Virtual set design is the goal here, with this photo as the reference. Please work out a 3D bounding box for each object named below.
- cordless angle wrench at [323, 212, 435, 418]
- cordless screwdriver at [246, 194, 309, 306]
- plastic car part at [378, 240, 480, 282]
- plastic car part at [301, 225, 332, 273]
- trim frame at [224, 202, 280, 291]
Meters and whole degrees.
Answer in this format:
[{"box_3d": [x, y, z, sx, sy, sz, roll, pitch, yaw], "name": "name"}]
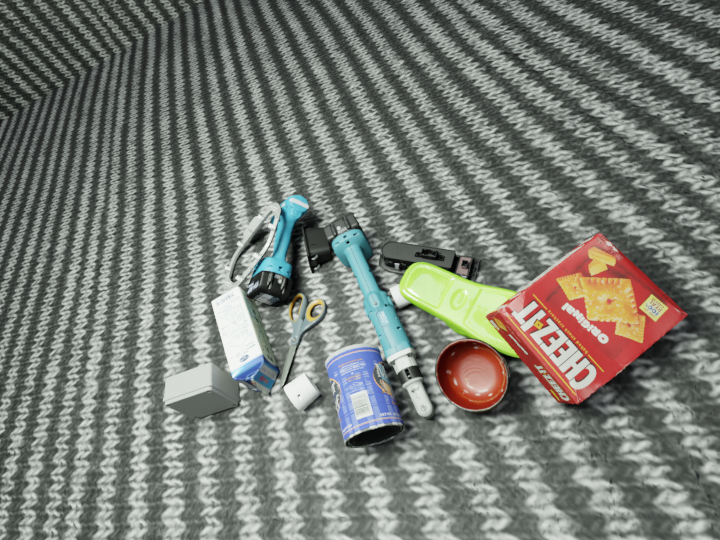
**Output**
[{"box_3d": [0.036, 0.071, 0.810, 0.075, 0.093, 0.442, -28, 55, 6], "name": "cordless angle wrench"}, {"box_3d": [-0.197, -0.044, 0.982, 0.163, 0.071, 0.252, -24, 49, 54], "name": "cordless screwdriver"}, {"box_3d": [0.124, -0.020, 0.845, 0.213, 0.063, 0.067, 9, 70, 31], "name": "plastic car part"}, {"box_3d": [-0.095, -0.062, 0.975, 0.071, 0.063, 0.121, -11, 51, -2], "name": "plastic car part"}, {"box_3d": [-0.259, -0.055, 0.992, 0.250, 0.026, 0.191, -48, 31, 26], "name": "trim frame"}]
